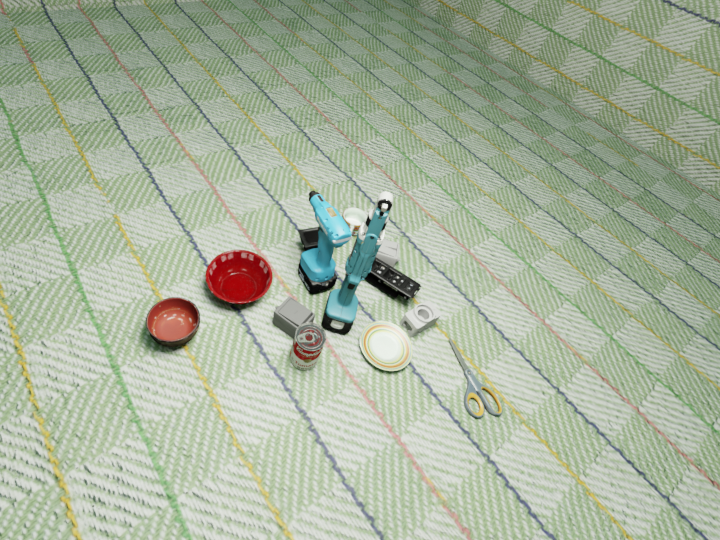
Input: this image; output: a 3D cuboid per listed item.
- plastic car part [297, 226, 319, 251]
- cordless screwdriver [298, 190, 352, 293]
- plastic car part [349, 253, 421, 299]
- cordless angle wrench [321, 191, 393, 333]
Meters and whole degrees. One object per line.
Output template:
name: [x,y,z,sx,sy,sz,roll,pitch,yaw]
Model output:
plastic car part: [-0.114,-0.079,1.171,0.113,0.070,0.069,-11,55,-23]
cordless screwdriver: [-0.102,-0.067,1.047,0.072,0.245,0.166,-15,58,-28]
plastic car part: [0.058,0.015,1.135,0.209,0.066,0.065,35,51,16]
cordless angle wrench: [-0.005,-0.009,0.907,0.074,0.417,0.100,17,49,-5]
